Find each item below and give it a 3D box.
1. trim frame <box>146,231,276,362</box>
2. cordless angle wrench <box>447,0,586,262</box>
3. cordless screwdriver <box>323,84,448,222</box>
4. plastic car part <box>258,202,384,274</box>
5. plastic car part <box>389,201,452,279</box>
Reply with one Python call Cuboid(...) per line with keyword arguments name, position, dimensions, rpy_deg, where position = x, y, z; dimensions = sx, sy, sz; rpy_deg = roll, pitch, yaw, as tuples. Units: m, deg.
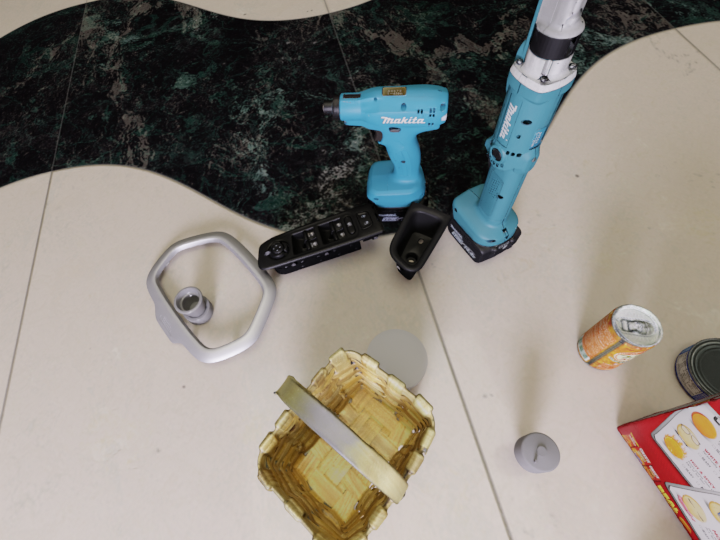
Cuboid(name="trim frame", position=(-0.245, 0.034, 0.683), dimensions=(0.182, 0.026, 0.260), rpy_deg=(-41, 63, -15))
Cuboid(name="cordless angle wrench", position=(0.183, -0.150, 0.506), dimensions=(0.074, 0.408, 0.102), rpy_deg=(-27, 64, -11))
Cuboid(name="cordless screwdriver", position=(0.035, -0.169, 0.635), dimensions=(0.162, 0.240, 0.076), rpy_deg=(4, 62, 7))
Cuboid(name="plastic car part", position=(-0.066, -0.043, 0.679), dimensions=(0.202, 0.064, 0.069), rpy_deg=(-17, 61, -2))
Cuboid(name="plastic car part", position=(0.084, -0.036, 0.652), dimensions=(0.068, 0.068, 0.116), rpy_deg=(24, 66, 17))
